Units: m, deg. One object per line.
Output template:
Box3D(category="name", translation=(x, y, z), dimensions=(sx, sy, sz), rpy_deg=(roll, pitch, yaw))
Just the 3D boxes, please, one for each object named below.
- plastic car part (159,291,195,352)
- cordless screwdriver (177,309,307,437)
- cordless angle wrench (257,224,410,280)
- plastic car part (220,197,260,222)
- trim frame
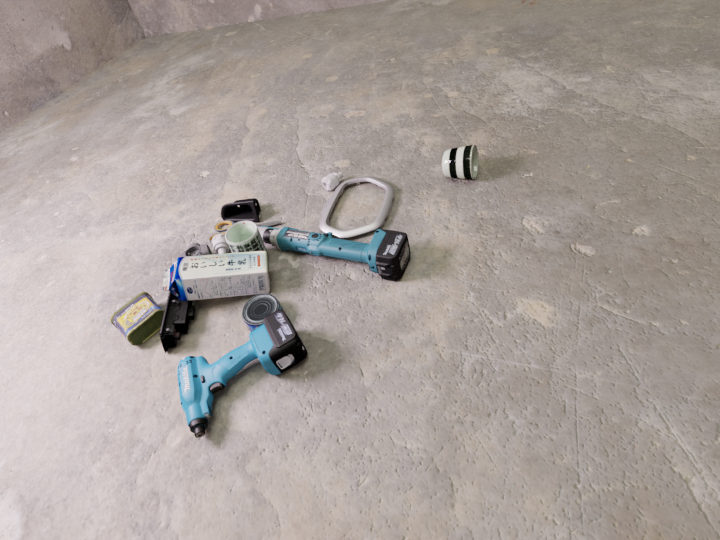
Box3D(category="plastic car part", translation=(-0.412, 0.082, 0.963), dimensions=(0.066, 0.064, 0.212), rpy_deg=(-10, 44, -8))
Box3D(category="cordless screwdriver", translation=(-0.222, 0.190, 0.793), dimensions=(0.248, 0.071, 0.168), rpy_deg=(-27, 46, -4))
Box3D(category="cordless angle wrench", translation=(-0.098, -0.064, 1.003), dimensions=(0.443, 0.071, 0.098), rpy_deg=(10, 50, 28))
Box3D(category="plastic car part", translation=(-0.331, -0.176, 1.194), dimensions=(0.121, 0.064, 0.071), rpy_deg=(1, 32, 22))
Box3D(category="trim frame", translation=(-0.012, -0.170, 1.105), dimensions=(0.191, 0.026, 0.251), rpy_deg=(5, 51, 20))
